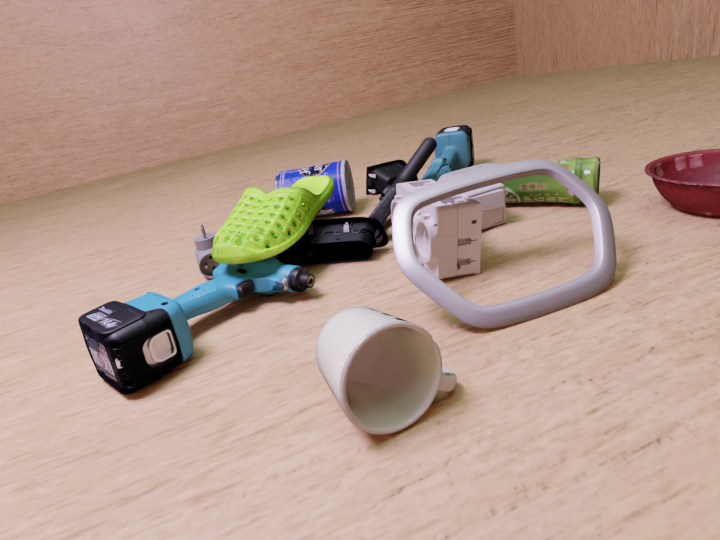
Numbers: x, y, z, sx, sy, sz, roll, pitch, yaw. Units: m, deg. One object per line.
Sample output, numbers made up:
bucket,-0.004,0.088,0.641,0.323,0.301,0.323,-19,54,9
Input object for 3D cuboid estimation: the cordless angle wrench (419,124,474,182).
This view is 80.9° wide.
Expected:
cordless angle wrench,0.148,-0.177,0.807,0.077,0.094,0.421,0,31,25

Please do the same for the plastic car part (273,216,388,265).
plastic car part,-0.062,-0.041,0.635,0.208,0.064,0.068,-6,34,15

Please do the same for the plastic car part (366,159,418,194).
plastic car part,0.077,-0.197,0.913,0.113,0.064,0.075,-19,39,-23

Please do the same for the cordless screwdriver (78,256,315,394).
cordless screwdriver,-0.180,0.044,0.503,0.167,0.072,0.243,6,26,34

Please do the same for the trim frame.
trim frame,0.153,-0.040,0.450,0.246,0.190,0.027,-18,-22,-8
